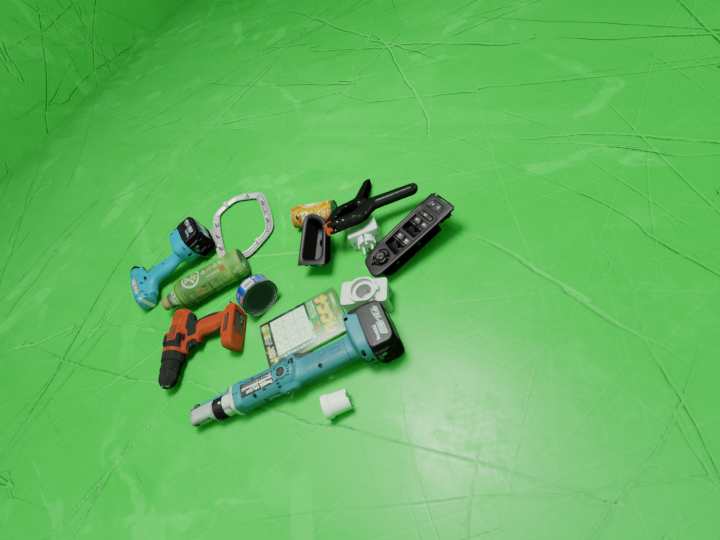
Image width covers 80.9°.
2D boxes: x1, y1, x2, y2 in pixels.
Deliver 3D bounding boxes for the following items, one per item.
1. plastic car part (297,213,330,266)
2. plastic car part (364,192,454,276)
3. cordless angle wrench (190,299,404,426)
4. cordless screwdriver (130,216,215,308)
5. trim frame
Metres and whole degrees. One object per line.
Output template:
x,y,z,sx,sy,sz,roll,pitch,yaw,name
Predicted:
-0.091,-0.059,0.927,0.068,0.067,0.118,-4,70,23,plastic car part
0.094,-0.061,0.837,0.203,0.063,0.070,-40,56,0,plastic car part
-0.132,0.190,0.767,0.427,0.070,0.102,-27,48,9,cordless angle wrench
-0.506,-0.033,1.108,0.249,0.070,0.168,-46,49,0,cordless screwdriver
-0.321,-0.122,1.119,0.185,0.026,0.260,-29,50,6,trim frame
